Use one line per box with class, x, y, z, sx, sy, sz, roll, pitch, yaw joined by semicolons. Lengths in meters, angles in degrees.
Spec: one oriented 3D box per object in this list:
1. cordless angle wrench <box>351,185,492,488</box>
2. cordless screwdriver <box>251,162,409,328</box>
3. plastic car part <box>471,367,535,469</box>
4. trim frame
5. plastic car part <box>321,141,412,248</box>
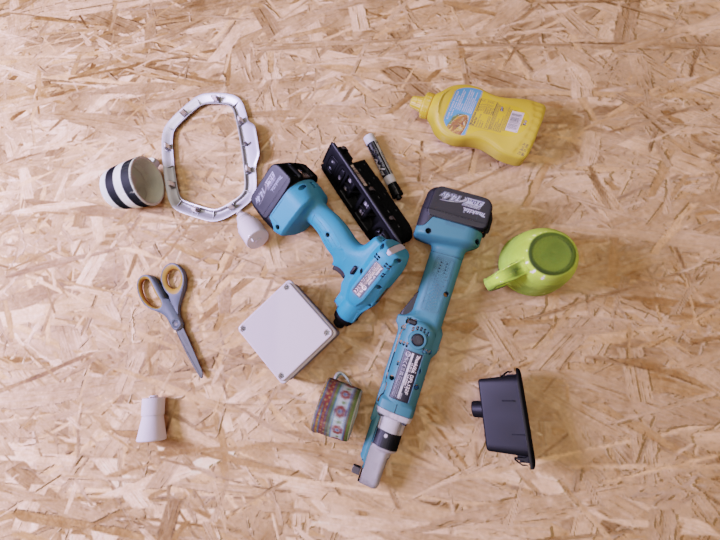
cordless angle wrench;0.079;0.094;0.596;0.100;0.072;0.424;18;85;12
cordless screwdriver;-0.063;-0.041;0.640;0.257;0.072;0.159;44;118;18
plastic car part;0.186;0.192;0.562;0.073;0.063;0.119;-13;74;21
trim frame;-0.266;-0.205;0.746;0.186;0.027;0.253;-13;75;7
plastic car part;0.014;-0.106;0.654;0.065;0.067;0.209;-17;69;-35
